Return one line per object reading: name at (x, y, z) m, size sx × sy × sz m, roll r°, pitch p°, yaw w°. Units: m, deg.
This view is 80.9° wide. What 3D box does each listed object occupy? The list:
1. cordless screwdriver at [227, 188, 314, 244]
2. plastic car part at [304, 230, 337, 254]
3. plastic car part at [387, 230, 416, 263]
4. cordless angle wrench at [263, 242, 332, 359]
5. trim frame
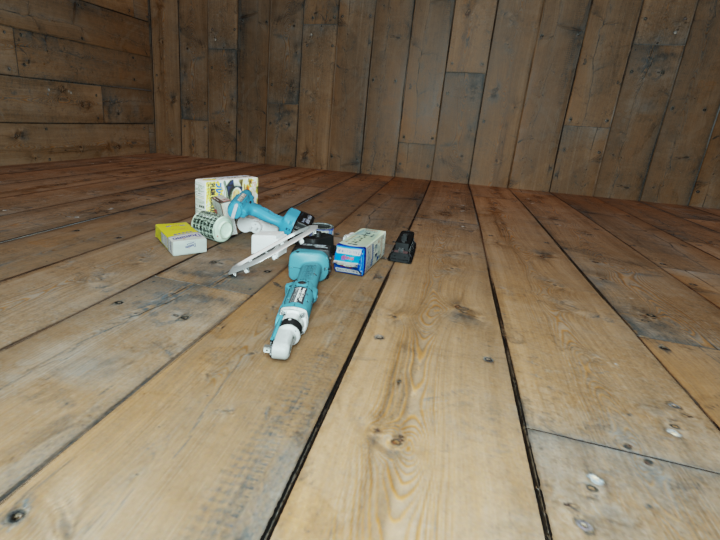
cordless screwdriver at (-0.265, -0.173, 1.277) m, size 0.246 × 0.074 × 0.162 m, roll 20°, pitch 29°, yaw -6°
plastic car part at (-0.114, -0.075, 1.167) m, size 0.069 × 0.070 × 0.112 m, roll 17°, pitch 19°, yaw 36°
plastic car part at (0.126, -0.076, 1.236) m, size 0.068 × 0.066 × 0.201 m, roll 2°, pitch 16°, yaw 13°
cordless angle wrench at (-0.117, 0.047, 0.830) m, size 0.098 × 0.073 × 0.429 m, roll 4°, pitch 22°, yaw -1°
trim frame at (-0.203, -0.049, 1.003) m, size 0.244 × 0.027 × 0.191 m, roll -36°, pitch 17°, yaw -27°
